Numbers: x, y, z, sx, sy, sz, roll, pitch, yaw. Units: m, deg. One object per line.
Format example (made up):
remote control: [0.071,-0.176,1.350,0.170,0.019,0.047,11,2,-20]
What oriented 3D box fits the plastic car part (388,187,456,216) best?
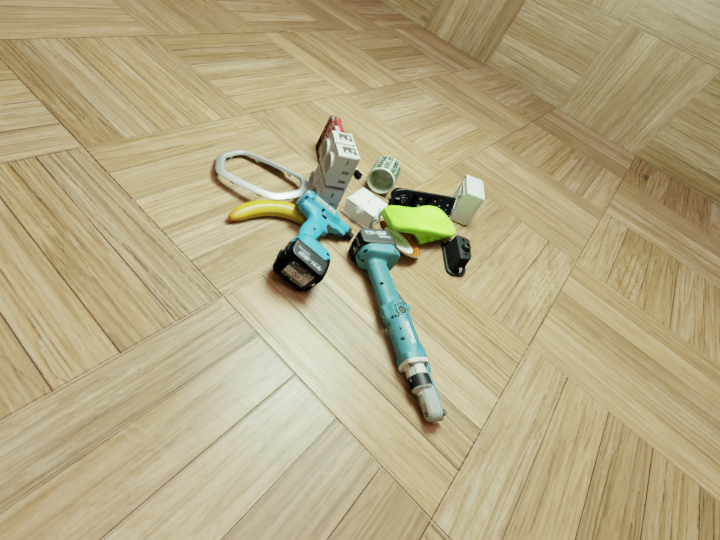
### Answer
plastic car part: [0.169,-0.204,1.214,0.196,0.065,0.070,4,37,-23]

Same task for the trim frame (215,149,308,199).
trim frame: [-0.248,-0.241,1.060,0.253,0.027,0.184,23,38,8]

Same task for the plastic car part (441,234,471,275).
plastic car part: [0.256,-0.046,1.087,0.065,0.070,0.119,18,39,-10]

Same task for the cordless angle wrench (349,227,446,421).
cordless angle wrench: [0.074,0.093,0.862,0.094,0.074,0.441,3,49,-25]

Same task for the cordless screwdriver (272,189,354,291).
cordless screwdriver: [-0.091,-0.059,0.927,0.154,0.075,0.253,36,37,-20]
